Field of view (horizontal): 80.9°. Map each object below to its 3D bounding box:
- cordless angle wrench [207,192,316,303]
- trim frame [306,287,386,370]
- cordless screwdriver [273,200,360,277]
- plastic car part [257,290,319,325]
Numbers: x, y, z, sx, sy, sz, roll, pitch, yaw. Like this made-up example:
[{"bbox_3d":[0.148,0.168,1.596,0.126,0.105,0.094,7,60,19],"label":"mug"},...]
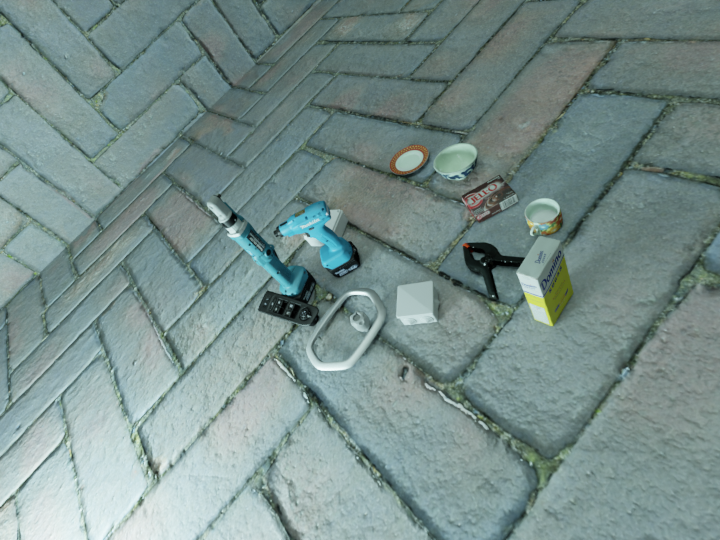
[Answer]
[{"bbox_3d":[-0.260,-0.049,1.116,0.078,0.400,0.099,2,56,34],"label":"cordless angle wrench"},{"bbox_3d":[-0.038,0.147,1.083,0.195,0.026,0.248,20,69,42],"label":"trim frame"},{"bbox_3d":[-0.113,-0.074,1.157,0.162,0.235,0.077,-24,45,15],"label":"cordless screwdriver"},{"bbox_3d":[-0.194,0.116,1.184,0.214,0.063,0.066,10,62,38],"label":"plastic car part"}]
